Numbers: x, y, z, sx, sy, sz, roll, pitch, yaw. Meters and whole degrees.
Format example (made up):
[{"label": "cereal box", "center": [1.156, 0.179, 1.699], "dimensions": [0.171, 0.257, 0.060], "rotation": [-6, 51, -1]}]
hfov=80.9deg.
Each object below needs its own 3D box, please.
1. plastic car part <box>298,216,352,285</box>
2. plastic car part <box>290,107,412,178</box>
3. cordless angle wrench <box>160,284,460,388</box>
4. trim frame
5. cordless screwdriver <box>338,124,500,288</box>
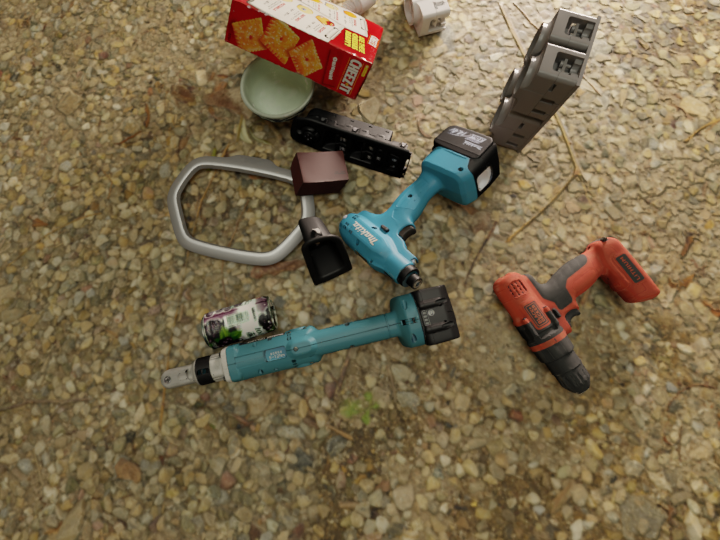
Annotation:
[{"label": "plastic car part", "center": [-0.062, -0.040, 0.629], "dimensions": [0.066, 0.111, 0.074], "rotation": [-25, 56, -5]}, {"label": "plastic car part", "center": [-0.015, -0.217, 0.686], "dimensions": [0.206, 0.065, 0.068], "rotation": [17, 69, 7]}, {"label": "cordless angle wrench", "center": [-0.083, 0.108, 0.602], "dimensions": [0.425, 0.096, 0.075], "rotation": [-14, 82, 3]}, {"label": "trim frame", "center": [-0.196, -0.104, 0.689], "dimensions": [0.252, 0.027, 0.185], "rotation": [10, 79, 7]}, {"label": "cordless screwdriver", "center": [0.102, -0.092, 0.616], "dimensions": [0.248, 0.070, 0.168], "rotation": [-41, 51, -5]}]
